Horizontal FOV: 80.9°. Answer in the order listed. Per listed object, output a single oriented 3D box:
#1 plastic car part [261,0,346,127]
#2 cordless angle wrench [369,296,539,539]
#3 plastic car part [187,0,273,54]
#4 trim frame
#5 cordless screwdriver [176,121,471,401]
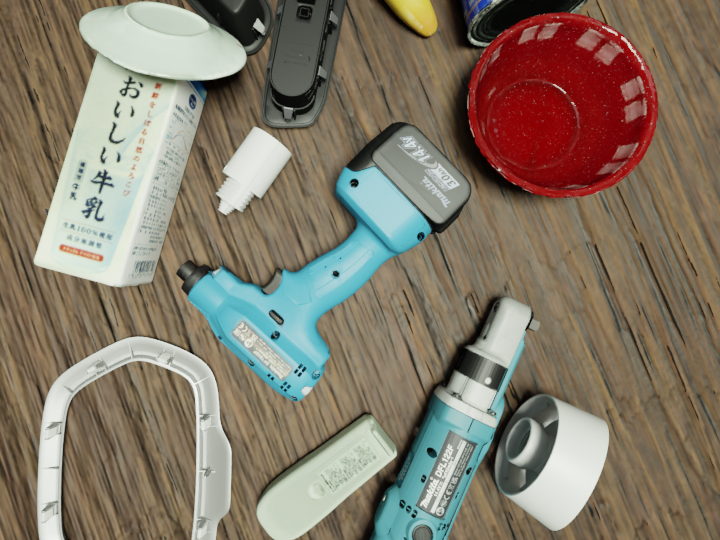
[{"bbox_3d":[-0.049,-0.234,0.394,0.065,0.068,0.203,10,91,-10],"label":"plastic car part"},{"bbox_3d":[0.049,0.217,0.367,0.098,0.074,0.423,25,86,0],"label":"cordless angle wrench"},{"bbox_3d":[-0.130,-0.268,0.391,0.066,0.070,0.118,-40,86,-1],"label":"plastic car part"},{"bbox_3d":[-0.210,0.187,0.393,0.184,0.027,0.249,1,86,0],"label":"trim frame"},{"bbox_3d":[-0.037,-0.024,0.378,0.160,0.074,0.249,42,93,2],"label":"cordless screwdriver"}]
